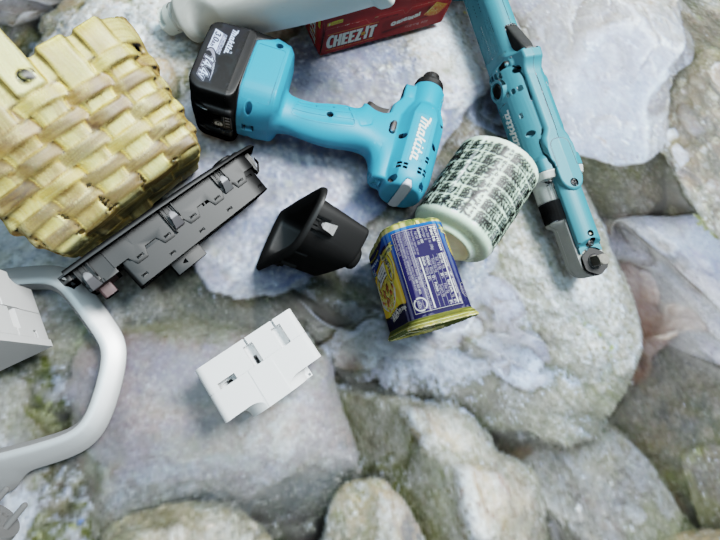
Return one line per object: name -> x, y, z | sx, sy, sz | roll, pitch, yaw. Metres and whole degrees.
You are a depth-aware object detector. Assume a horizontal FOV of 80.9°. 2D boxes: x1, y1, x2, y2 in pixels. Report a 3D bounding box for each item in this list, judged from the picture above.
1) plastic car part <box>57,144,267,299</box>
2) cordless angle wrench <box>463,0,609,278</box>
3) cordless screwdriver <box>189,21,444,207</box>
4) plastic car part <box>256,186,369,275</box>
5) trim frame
plastic car part -> -0.158, -0.042, 0.379 | 0.067, 0.067, 0.201 | 44, 68, -5
cordless angle wrench -> 0.170, -0.198, 0.452 | 0.073, 0.098, 0.429 | -12, 79, -11
cordless screwdriver -> -0.035, -0.175, 0.432 | 0.247, 0.074, 0.161 | 19, 68, -3
plastic car part -> -0.036, -0.024, 0.371 | 0.068, 0.121, 0.066 | 28, 72, -25
trim frame -> -0.322, 0.091, 0.350 | 0.245, 0.027, 0.188 | -10, 73, -10
